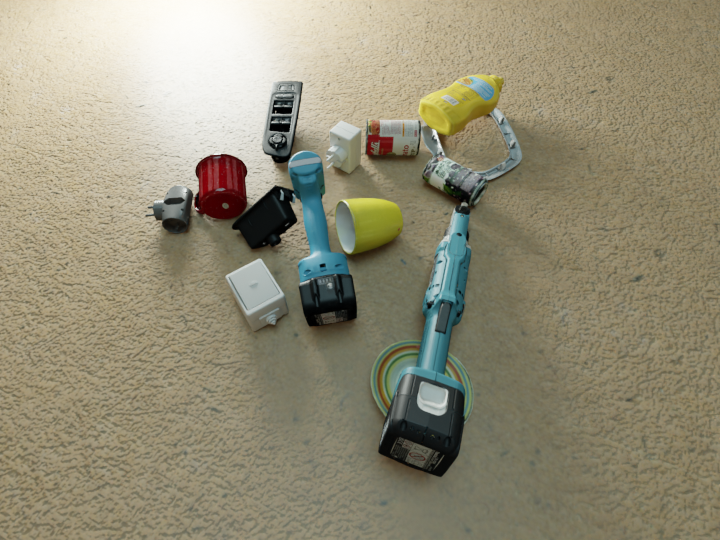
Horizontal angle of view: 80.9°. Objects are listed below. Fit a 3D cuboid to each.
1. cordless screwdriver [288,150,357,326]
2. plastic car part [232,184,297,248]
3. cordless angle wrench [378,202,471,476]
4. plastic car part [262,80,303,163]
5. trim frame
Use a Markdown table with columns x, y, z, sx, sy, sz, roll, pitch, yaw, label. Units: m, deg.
| x | y | z | sx | sy | sz | roll | pitch | yaw | label |
| --- | --- | --- | --- | --- | --- | --- | --- | --- | --- |
| -0.064 | -0.042 | 0.654 | 0.074 | 0.155 | 0.255 | -10 | 71 | -4 | cordless screwdriver |
| -0.151 | -0.078 | 0.703 | 0.118 | 0.063 | 0.073 | -39 | 72 | 20 | plastic car part |
| 0.115 | 0.046 | 0.583 | 0.076 | 0.095 | 0.426 | 15 | 47 | 7 | cordless angle wrench |
| -0.159 | -0.297 | 0.860 | 0.066 | 0.066 | 0.208 | 4 | 59 | -4 | plastic car part |
| 0.214 | -0.270 | 0.843 | 0.185 | 0.026 | 0.256 | -5 | 57 | 1 | trim frame |
